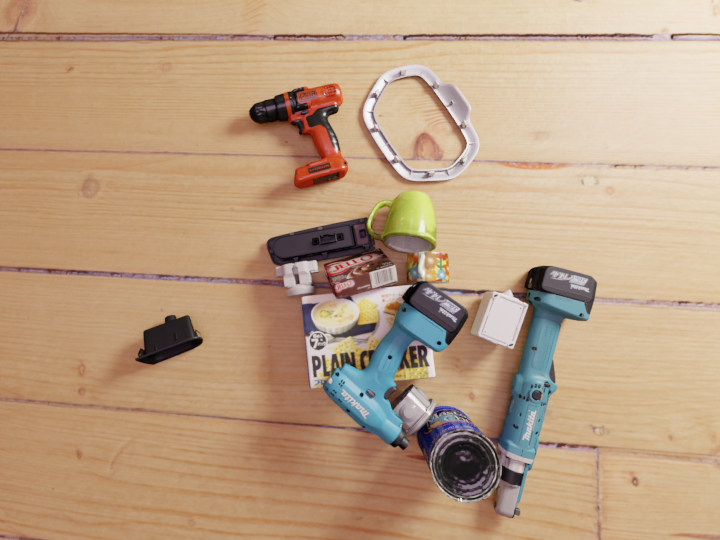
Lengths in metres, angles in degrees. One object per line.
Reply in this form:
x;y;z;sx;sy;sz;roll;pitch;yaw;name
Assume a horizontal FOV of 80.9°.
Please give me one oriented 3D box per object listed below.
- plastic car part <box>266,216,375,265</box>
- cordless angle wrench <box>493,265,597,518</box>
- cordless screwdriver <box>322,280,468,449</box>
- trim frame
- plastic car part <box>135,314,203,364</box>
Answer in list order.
-0.076;-0.050;0.782;0.205;0.066;0.066;-10;92;6;plastic car part
0.291;0.204;0.717;0.099;0.073;0.423;16;87;5;cordless angle wrench
0.075;0.147;0.672;0.162;0.073;0.249;40;91;7;cordless screwdriver
0.116;-0.284;0.810;0.184;0.027;0.253;-31;80;-1;trim frame
-0.355;0.121;0.787;0.116;0.064;0.073;-24;70;-3;plastic car part
